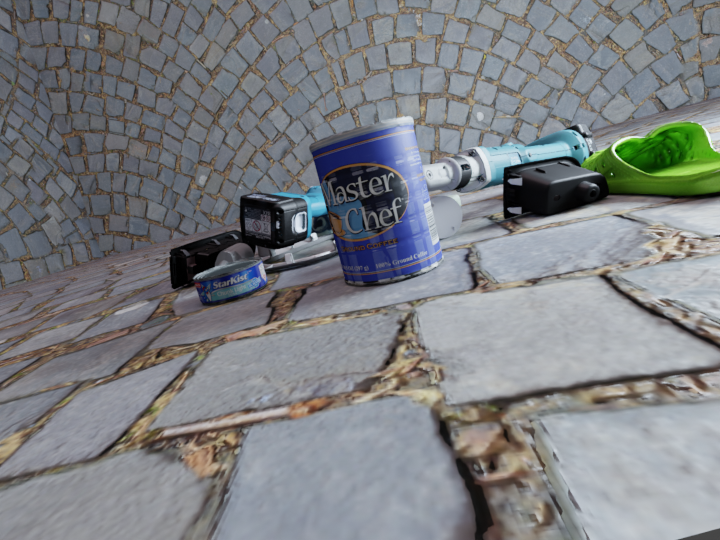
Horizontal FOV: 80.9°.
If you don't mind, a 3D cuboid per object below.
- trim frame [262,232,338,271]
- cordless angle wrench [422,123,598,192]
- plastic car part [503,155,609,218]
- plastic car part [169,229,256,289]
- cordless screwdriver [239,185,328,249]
[{"bbox_3d":[-0.067,-0.043,0.680,0.193,0.027,0.241,-3,19,46],"label":"trim frame"},{"bbox_3d":[0.205,-0.147,0.585,0.407,0.075,0.101,-18,-1,-40],"label":"cordless angle wrench"},{"bbox_3d":[0.239,-0.097,0.499,0.115,0.064,0.074,-13,25,-9],"label":"plastic car part"},{"bbox_3d":[-0.244,-0.028,0.738,0.069,0.065,0.201,-2,15,15],"label":"plastic car part"},{"bbox_3d":[-0.074,-0.099,0.710,0.167,0.073,0.242,11,22,28],"label":"cordless screwdriver"}]
